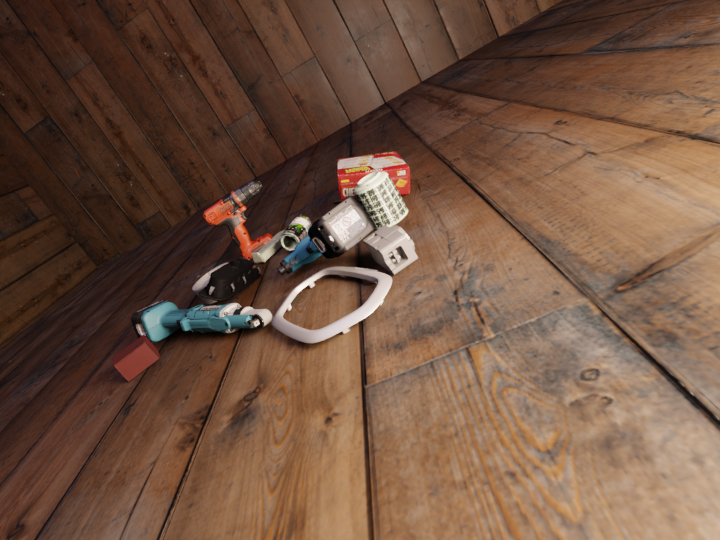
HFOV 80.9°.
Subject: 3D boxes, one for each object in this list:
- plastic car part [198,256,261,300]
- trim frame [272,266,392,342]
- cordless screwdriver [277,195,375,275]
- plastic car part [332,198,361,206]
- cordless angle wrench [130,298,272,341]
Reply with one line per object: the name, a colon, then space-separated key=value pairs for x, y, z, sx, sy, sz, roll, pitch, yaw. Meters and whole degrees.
plastic car part: x=-0.279 y=0.012 z=0.929 sx=0.202 sy=0.067 sz=0.066 roll=-59 pitch=-8 yaw=-67
trim frame: x=-0.051 y=0.047 z=0.695 sx=0.182 sy=0.026 sz=0.259 roll=-43 pitch=24 yaw=-23
cordless screwdriver: x=-0.080 y=-0.052 z=0.816 sx=0.157 sy=0.074 sz=0.253 roll=-39 pitch=7 yaw=-18
plastic car part: x=-0.020 y=-0.115 z=0.950 sx=0.122 sy=0.063 sz=0.071 roll=4 pitch=55 yaw=50
cordless angle wrench: x=-0.330 y=0.101 z=0.872 sx=0.441 sy=0.073 sz=0.095 roll=-7 pitch=16 yaw=39
